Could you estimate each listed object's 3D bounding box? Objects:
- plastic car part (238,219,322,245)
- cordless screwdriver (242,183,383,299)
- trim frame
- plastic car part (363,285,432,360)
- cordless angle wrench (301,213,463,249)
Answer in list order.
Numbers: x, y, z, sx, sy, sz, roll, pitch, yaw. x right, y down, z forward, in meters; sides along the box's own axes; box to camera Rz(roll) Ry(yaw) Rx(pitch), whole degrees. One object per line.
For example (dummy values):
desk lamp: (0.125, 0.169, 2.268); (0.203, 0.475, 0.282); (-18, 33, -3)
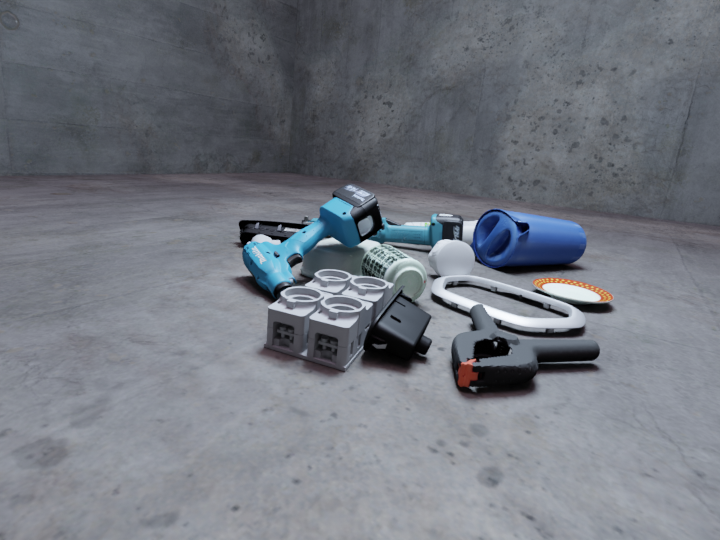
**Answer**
plastic car part: (-0.192, -0.072, 0.973); (0.208, 0.064, 0.067); (10, 41, 15)
cordless screwdriver: (-0.071, -0.046, 0.724); (0.246, 0.071, 0.168); (-32, 41, -14)
trim frame: (0.235, 0.050, 0.706); (0.176, 0.027, 0.263); (-12, 21, -41)
plastic car part: (0.054, 0.076, 0.524); (0.073, 0.065, 0.115); (23, 23, 12)
cordless angle wrench: (0.043, -0.104, 1.100); (0.437, 0.097, 0.073); (5, 14, 19)
